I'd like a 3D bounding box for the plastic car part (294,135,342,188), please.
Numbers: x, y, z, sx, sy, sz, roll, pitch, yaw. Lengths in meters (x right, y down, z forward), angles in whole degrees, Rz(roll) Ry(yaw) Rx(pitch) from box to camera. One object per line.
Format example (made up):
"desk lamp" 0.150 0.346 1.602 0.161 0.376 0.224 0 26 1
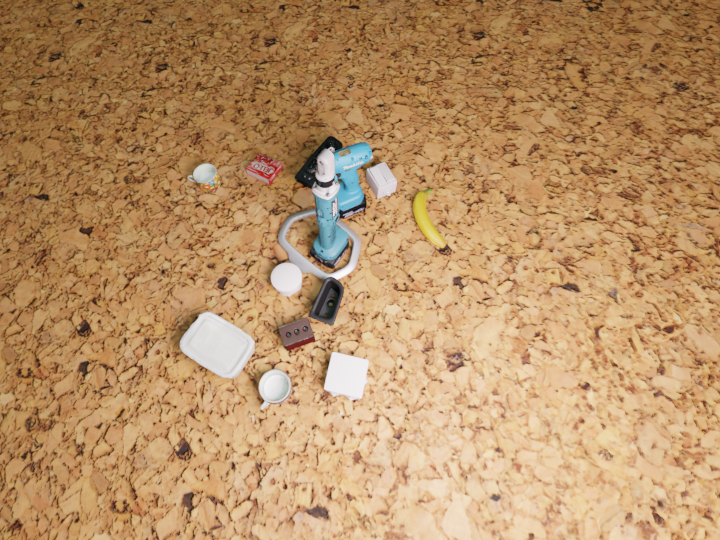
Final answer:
"plastic car part" -0.118 -0.319 1.270 0.068 0.065 0.203 26 68 12

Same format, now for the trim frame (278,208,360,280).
"trim frame" -0.114 -0.075 1.170 0.258 0.027 0.183 38 71 19

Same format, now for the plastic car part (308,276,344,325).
"plastic car part" -0.079 0.083 1.066 0.067 0.069 0.117 18 66 8

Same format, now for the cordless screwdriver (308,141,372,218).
"cordless screwdriver" -0.055 -0.229 1.123 0.157 0.242 0.077 -21 68 -10

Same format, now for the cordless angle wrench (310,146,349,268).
"cordless angle wrench" -0.076 -0.134 0.983 0.076 0.412 0.098 32 68 12
